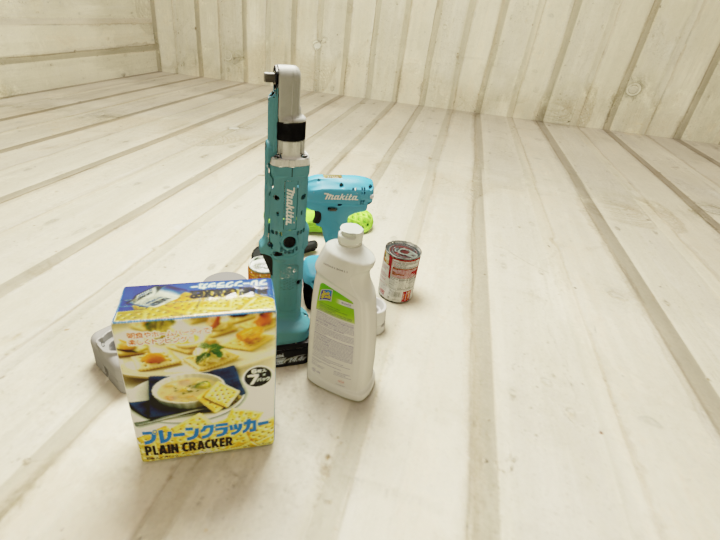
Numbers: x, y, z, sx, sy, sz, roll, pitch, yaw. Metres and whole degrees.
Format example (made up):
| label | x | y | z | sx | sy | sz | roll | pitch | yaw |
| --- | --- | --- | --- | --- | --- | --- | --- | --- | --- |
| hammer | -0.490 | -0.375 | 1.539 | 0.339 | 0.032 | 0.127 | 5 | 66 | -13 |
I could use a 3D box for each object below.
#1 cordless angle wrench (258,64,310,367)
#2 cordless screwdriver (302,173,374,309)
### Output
| label | x | y | z | sx | sy | sz | roll | pitch | yaw |
| --- | --- | --- | --- | --- | --- | --- | --- | --- | --- |
| cordless angle wrench | -0.102 | -0.049 | 0.569 | 0.095 | 0.413 | 0.078 | -3 | 32 | -17 |
| cordless screwdriver | -0.071 | -0.047 | 0.730 | 0.157 | 0.243 | 0.077 | 1 | 31 | -9 |
